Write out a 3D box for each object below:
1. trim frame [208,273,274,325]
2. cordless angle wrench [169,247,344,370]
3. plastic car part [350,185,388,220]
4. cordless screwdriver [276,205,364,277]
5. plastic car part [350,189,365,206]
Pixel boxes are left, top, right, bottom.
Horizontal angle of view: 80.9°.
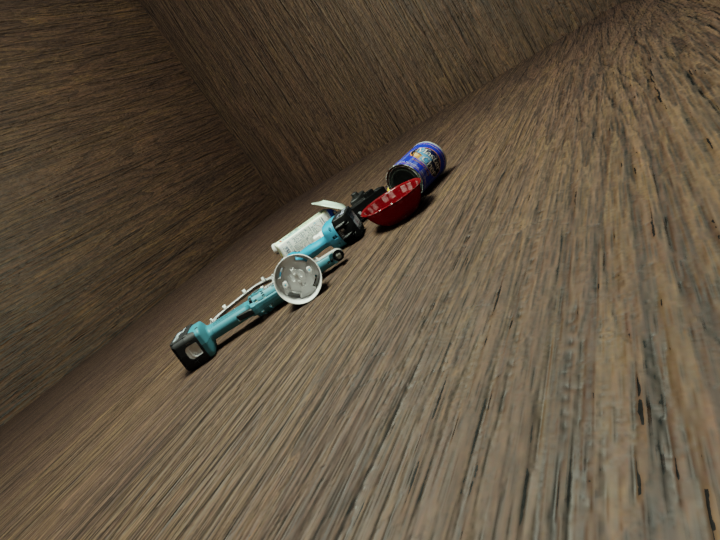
[{"bbox_3d":[-0.329,0.084,1.184,0.245,0.027,0.191,-40,18,-25],"label":"trim frame"},{"bbox_3d":[-0.219,0.070,0.941,0.422,0.073,0.100,-32,14,-1],"label":"cordless angle wrench"},{"bbox_3d":[0.025,-0.191,1.222,0.201,0.065,0.069,-42,23,-15],"label":"plastic car part"},{"bbox_3d":[-0.110,-0.072,1.121,0.251,0.073,0.161,-34,15,15],"label":"cordless screwdriver"},{"bbox_3d":[-0.001,-0.213,1.308,0.067,0.070,0.116,-30,12,21],"label":"plastic car part"}]
